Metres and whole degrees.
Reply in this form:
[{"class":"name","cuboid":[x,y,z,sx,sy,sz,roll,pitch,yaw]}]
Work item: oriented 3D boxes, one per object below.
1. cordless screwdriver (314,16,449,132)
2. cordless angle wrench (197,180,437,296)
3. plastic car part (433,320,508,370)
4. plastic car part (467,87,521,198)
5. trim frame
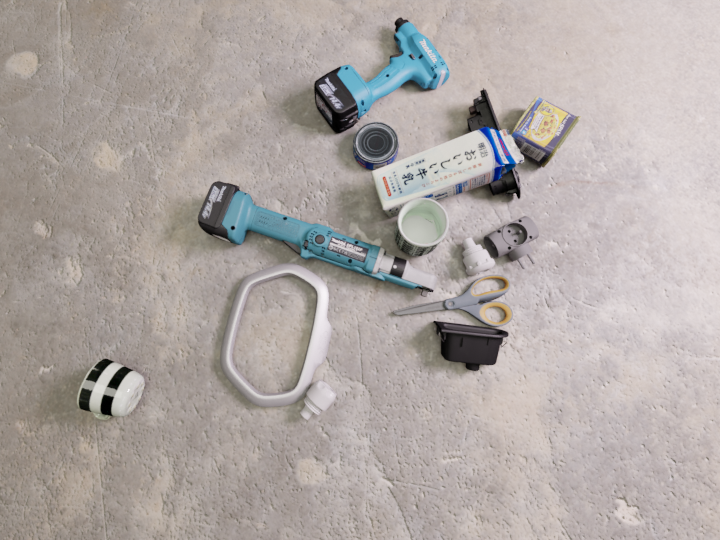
[{"class":"cordless screwdriver","cuboid":[0.026,-0.379,0.807,0.247,0.073,0.163,-28,77,-6]},{"class":"cordless angle wrench","cuboid":[-0.073,-0.048,0.743,0.429,0.073,0.098,19,80,7]},{"class":"plastic car part","cuboid":[0.179,0.126,0.689,0.117,0.066,0.071,9,95,3]},{"class":"plastic car part","cuboid":[0.233,-0.218,0.756,0.068,0.064,0.207,-21,77,8]},{"class":"trim frame","cuboid":[-0.145,0.108,0.735,0.187,0.027,0.251,10,77,8]}]
